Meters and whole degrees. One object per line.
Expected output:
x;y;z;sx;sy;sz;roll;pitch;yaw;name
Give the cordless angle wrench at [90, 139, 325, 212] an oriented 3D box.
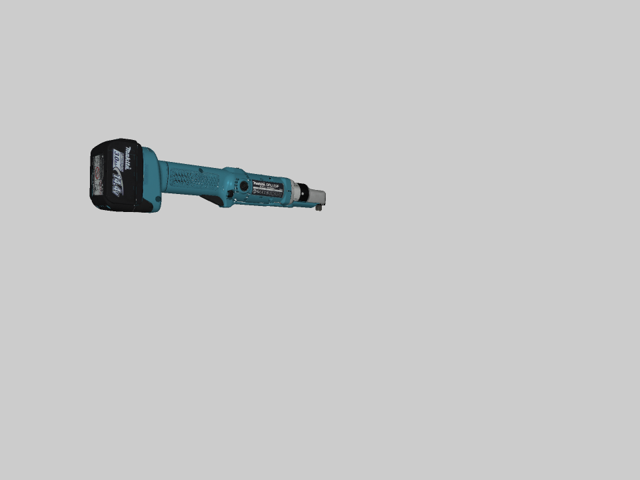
-0.144;-0.087;0.707;0.422;0.098;0.074;0;3;-44;cordless angle wrench
